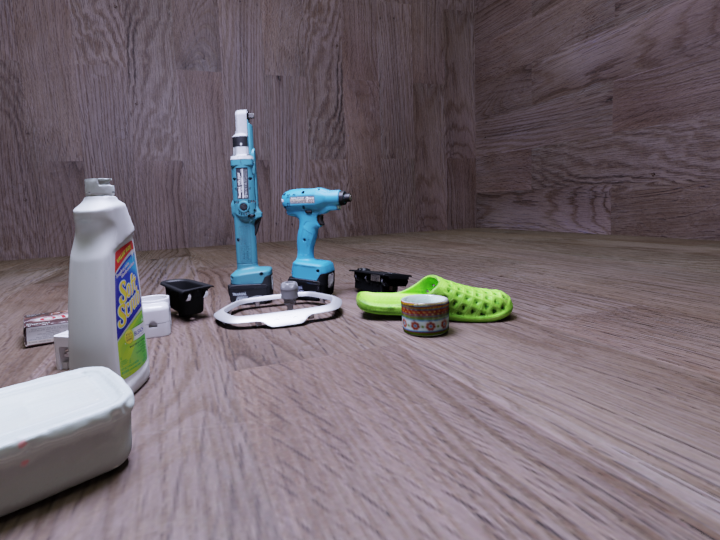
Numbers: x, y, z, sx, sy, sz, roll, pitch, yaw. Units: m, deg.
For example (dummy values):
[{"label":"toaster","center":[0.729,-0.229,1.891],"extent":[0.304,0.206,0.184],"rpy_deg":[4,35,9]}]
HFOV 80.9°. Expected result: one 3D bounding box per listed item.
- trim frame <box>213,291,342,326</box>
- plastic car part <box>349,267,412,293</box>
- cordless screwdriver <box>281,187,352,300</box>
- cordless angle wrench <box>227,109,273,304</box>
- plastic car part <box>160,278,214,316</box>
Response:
[{"label":"trim frame","center":[-0.157,0.073,0.820],"extent":[0.243,0.027,0.190],"rpy_deg":[-5,9,-16]},{"label":"plastic car part","center":[0.036,0.025,0.949],"extent":[0.064,0.066,0.211],"rpy_deg":[-5,9,-23]},{"label":"cordless screwdriver","center":[-0.093,-0.061,0.948],"extent":[0.165,0.247,0.072],"rpy_deg":[0,6,23]},{"label":"cordless angle wrench","center":[-0.253,-0.139,0.936],"extent":[0.098,0.420,0.075],"rpy_deg":[-2,5,-3]},{"label":"plastic car part","center":[-0.348,0.057,0.838],"extent":[0.122,0.070,0.063],"rpy_deg":[5,10,42]}]
